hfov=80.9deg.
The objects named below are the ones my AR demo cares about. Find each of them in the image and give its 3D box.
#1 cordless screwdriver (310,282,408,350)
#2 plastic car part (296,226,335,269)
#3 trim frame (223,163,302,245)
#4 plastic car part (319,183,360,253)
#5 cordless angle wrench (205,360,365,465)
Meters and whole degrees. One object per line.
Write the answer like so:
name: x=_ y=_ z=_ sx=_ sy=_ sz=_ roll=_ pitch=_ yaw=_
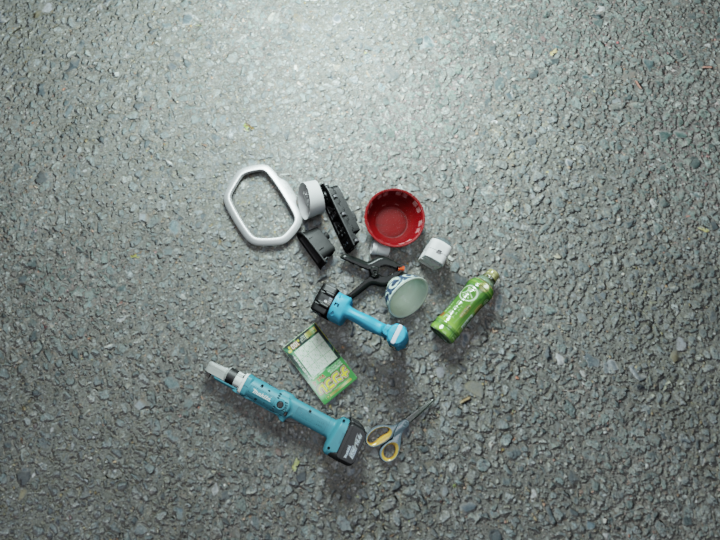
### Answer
cordless screwdriver: x=0.004 y=0.128 z=1.061 sx=0.258 sy=0.153 sz=0.074 roll=25 pitch=77 yaw=19
plastic car part: x=-0.111 y=-0.072 z=1.131 sx=0.069 sy=0.066 sz=0.119 roll=-30 pitch=78 yaw=-22
trim frame: x=-0.268 y=-0.179 z=1.165 sx=0.183 sy=0.027 sz=0.254 roll=-33 pitch=78 yaw=-4
plastic car part: x=-0.051 y=-0.152 z=1.142 sx=0.066 sy=0.066 sz=0.206 roll=-26 pitch=80 yaw=-17
cordless angle wrench: x=-0.194 y=0.330 z=1.042 sx=0.429 sy=0.073 sz=0.098 roll=26 pitch=80 yaw=7
